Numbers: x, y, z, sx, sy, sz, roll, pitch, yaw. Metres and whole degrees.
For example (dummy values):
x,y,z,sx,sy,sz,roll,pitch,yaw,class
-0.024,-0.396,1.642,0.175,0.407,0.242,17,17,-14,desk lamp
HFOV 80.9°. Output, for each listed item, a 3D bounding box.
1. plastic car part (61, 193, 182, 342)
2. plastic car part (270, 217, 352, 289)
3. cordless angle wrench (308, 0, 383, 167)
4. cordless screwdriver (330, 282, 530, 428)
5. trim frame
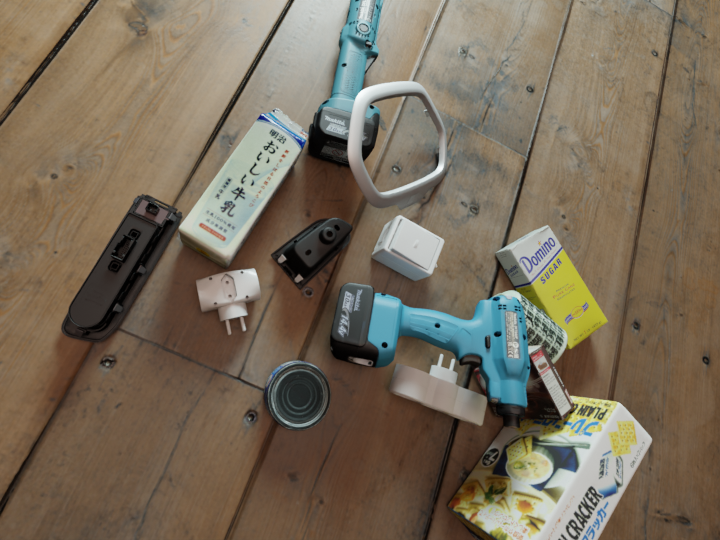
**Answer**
x,y,z,sx,sy,sz,roll,pitch,yaw,class
-0.299,-0.005,0.530,0.064,0.069,0.204,28,74,-17,plastic car part
-0.058,-0.038,0.591,0.115,0.072,0.066,-42,93,-17,plastic car part
-0.002,-0.376,0.693,0.096,0.075,0.429,13,71,-13,cordless angle wrench
0.085,0.102,0.541,0.251,0.072,0.162,5,64,5,cordless screwdriver
0.062,-0.186,0.631,0.242,0.029,0.180,-30,109,-43,trim frame
